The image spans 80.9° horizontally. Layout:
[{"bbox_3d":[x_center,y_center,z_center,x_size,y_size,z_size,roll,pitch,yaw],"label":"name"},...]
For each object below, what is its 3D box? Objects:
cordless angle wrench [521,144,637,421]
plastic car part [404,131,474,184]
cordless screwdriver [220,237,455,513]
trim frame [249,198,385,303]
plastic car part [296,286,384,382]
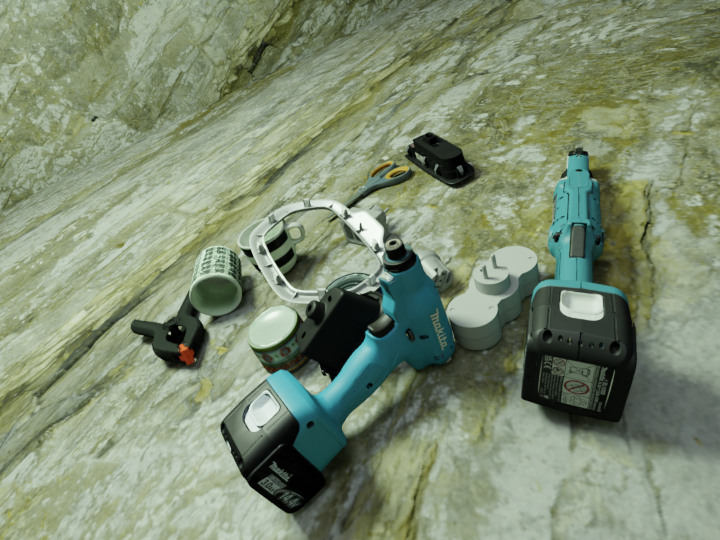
[{"bbox_3d":[0.245,-0.037,0.481,0.077,0.094,0.422,6,40,23],"label":"cordless angle wrench"},{"bbox_3d":[0.146,-0.220,0.797,0.066,0.064,0.213,-19,37,-6],"label":"plastic car part"},{"bbox_3d":[-0.017,0.091,0.404,0.246,0.152,0.079,-38,36,-17],"label":"cordless screwdriver"},{"bbox_3d":[-0.060,-0.039,0.609,0.181,0.026,0.262,-22,41,-16],"label":"trim frame"},{"bbox_3d":[-0.032,0.060,0.481,0.116,0.068,0.069,-57,29,19],"label":"plastic car part"}]
